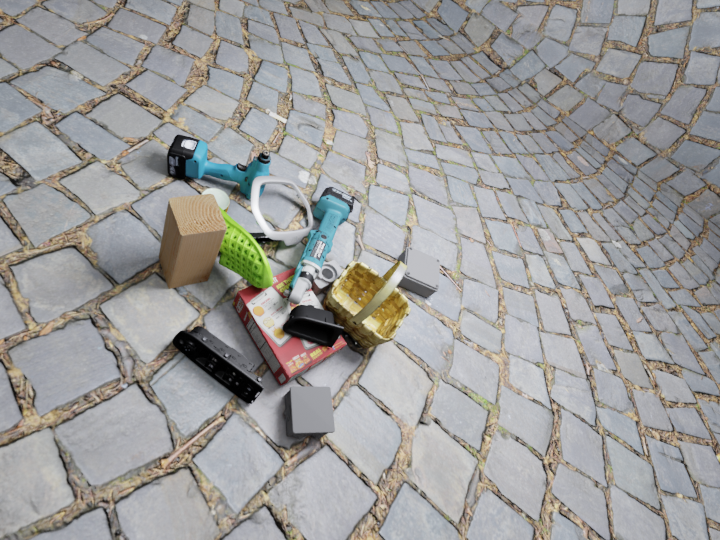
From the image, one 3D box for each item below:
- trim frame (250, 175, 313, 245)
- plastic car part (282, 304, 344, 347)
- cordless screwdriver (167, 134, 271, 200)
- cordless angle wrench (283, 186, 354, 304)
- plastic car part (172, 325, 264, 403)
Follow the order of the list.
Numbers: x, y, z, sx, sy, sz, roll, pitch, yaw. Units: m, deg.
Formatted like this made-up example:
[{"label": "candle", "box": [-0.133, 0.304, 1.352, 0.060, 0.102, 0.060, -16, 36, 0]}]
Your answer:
[{"label": "trim frame", "box": [-0.196, -0.155, 1.079, 0.240, 0.028, 0.185, -17, 85, -63]}, {"label": "plastic car part", "box": [-0.101, 0.105, 0.891, 0.114, 0.065, 0.073, 20, 33, -11]}, {"label": "cordless screwdriver", "box": [-0.352, -0.272, 1.064, 0.243, 0.159, 0.076, 17, 53, -14]}, {"label": "cordless angle wrench", "box": [-0.102, -0.067, 1.041, 0.097, 0.074, 0.429, 25, 39, -8]}, {"label": "plastic car part", "box": [-0.277, 0.175, 0.841, 0.202, 0.066, 0.067, 33, 39, -2]}]
